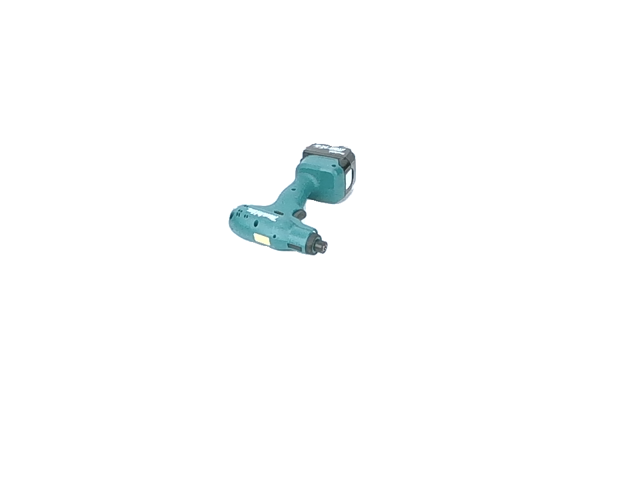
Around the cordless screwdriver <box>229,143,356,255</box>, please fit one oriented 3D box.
[{"bbox_3d":[-0.012,-0.067,0.692,0.160,0.074,0.247,18,44,25],"label":"cordless screwdriver"}]
